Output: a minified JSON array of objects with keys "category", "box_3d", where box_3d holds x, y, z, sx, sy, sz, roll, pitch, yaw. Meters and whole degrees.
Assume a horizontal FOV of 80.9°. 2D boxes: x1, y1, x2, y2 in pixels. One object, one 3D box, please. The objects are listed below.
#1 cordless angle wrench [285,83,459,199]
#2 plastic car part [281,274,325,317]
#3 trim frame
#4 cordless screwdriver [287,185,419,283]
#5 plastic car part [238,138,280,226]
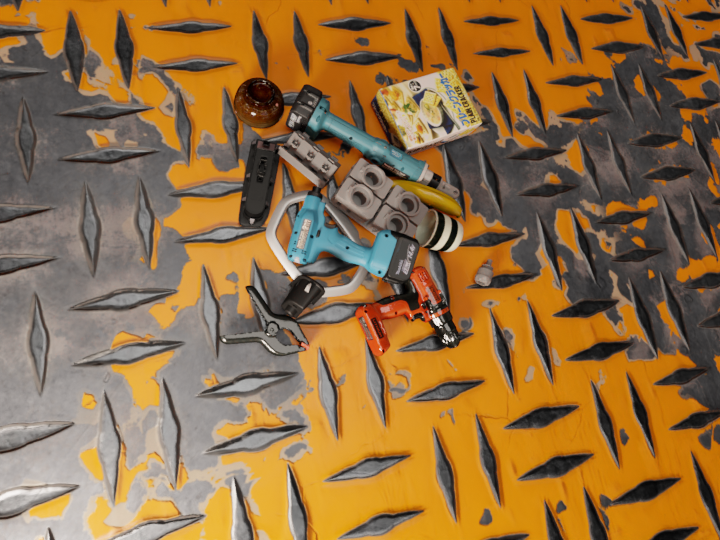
[{"category":"cordless angle wrench","box_3d":[0.040,-0.265,0.943,0.416,0.099,0.074,27,76,-8]},{"category":"plastic car part","box_3d":[-0.118,0.057,0.805,0.066,0.117,0.071,39,69,-5]},{"category":"trim frame","box_3d":[-0.087,-0.057,0.893,0.182,0.027,0.251,-37,84,-17]},{"category":"cordless screwdriver","box_3d":[-0.011,-0.068,0.845,0.250,0.074,0.160,14,81,2]},{"category":"plastic car part","box_3d":[-0.209,-0.188,0.885,0.064,0.068,0.205,12,76,-19]}]
